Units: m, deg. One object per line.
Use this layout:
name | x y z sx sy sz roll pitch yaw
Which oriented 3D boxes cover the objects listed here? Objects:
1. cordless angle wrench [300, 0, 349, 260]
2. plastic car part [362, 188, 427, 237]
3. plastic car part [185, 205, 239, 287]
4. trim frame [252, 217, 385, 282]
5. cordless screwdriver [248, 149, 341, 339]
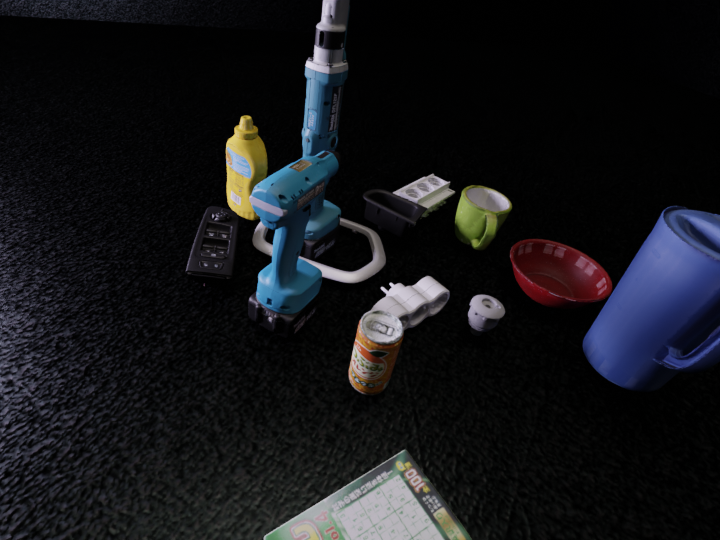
cordless angle wrench | -0.061 -0.205 0.650 0.078 0.413 0.096 30 42 22
plastic car part | 0.057 -0.105 0.817 0.121 0.069 0.065 26 42 21
plastic car part | -0.235 -0.038 0.695 0.065 0.065 0.211 0 40 -11
trim frame | -0.075 -0.049 0.763 0.256 0.027 0.183 20 41 15
cordless screwdriver | -0.083 -0.037 0.576 0.077 0.243 0.157 24 41 16
